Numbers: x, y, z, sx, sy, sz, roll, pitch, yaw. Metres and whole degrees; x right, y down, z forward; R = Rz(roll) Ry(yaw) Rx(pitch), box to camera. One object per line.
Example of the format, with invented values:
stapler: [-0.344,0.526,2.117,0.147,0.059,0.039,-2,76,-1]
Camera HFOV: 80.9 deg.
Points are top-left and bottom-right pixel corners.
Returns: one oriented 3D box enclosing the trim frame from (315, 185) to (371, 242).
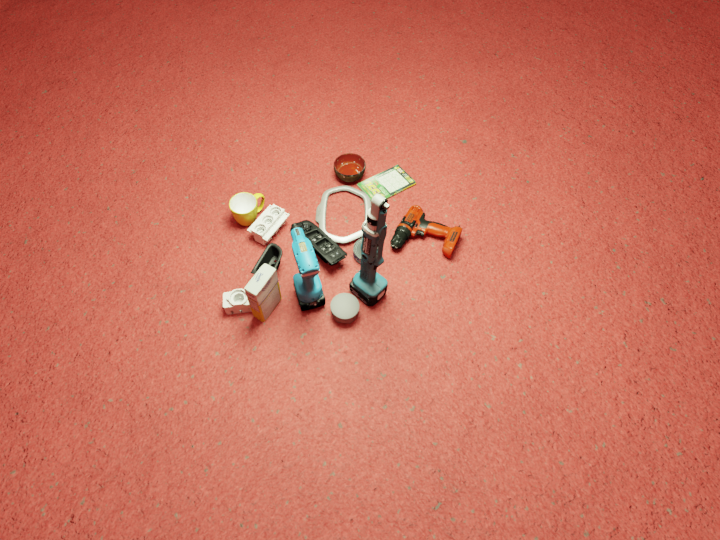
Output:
trim frame: [-0.056,-0.189,1.396,0.185,0.027,0.255,0,56,2]

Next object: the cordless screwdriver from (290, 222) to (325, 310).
cordless screwdriver: [-0.151,-0.005,1.150,0.073,0.241,0.166,-15,59,-12]

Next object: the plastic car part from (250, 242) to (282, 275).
plastic car part: [-0.269,-0.016,1.265,0.068,0.069,0.117,18,59,11]

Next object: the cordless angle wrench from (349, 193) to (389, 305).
cordless angle wrench: [0.030,-0.047,1.069,0.102,0.410,0.073,41,64,21]

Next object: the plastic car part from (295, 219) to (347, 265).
plastic car part: [-0.128,-0.084,1.307,0.065,0.065,0.212,-34,62,-20]
